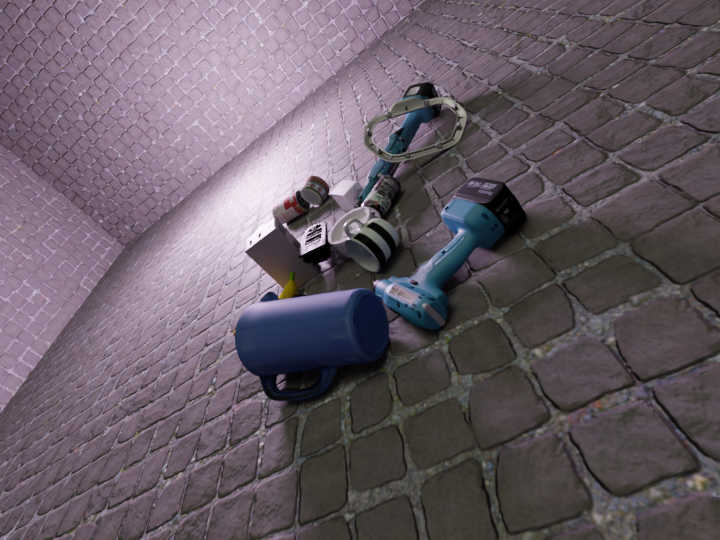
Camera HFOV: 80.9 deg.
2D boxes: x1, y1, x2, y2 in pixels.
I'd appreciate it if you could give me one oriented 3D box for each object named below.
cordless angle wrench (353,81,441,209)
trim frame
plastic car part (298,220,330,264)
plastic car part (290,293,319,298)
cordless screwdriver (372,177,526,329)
[{"bbox_3d":[0.087,-0.304,1.065,0.078,0.093,0.424,6,59,40],"label":"cordless angle wrench"},{"bbox_3d":[0.128,-0.344,1.014,0.252,0.026,0.191,-15,58,10],"label":"trim frame"},{"bbox_3d":[-0.095,-0.062,0.969,0.067,0.064,0.209,-33,24,10],"label":"plastic car part"},{"bbox_3d":[-0.107,0.074,0.831,0.122,0.064,0.070,-7,29,43],"label":"plastic car part"},{"bbox_3d":[0.128,-0.032,0.668,0.248,0.071,0.167,-51,29,-7],"label":"cordless screwdriver"}]
